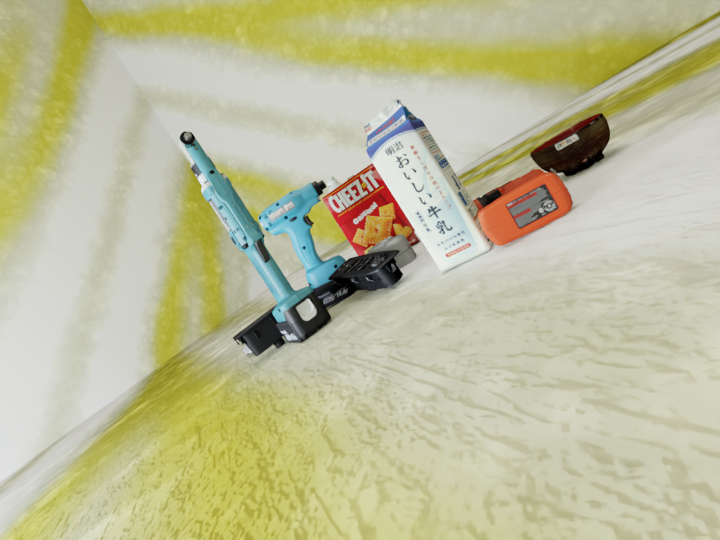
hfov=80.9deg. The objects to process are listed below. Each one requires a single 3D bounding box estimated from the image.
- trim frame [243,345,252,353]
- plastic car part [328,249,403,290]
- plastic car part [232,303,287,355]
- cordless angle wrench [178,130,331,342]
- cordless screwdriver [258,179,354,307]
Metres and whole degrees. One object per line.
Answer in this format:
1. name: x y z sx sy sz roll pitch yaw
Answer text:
1. trim frame: -0.172 0.118 0.976 0.189 0.027 0.244 -27 9 40
2. plastic car part: 0.012 0.007 0.755 0.065 0.067 0.207 -35 6 -23
3. plastic car part: -0.179 0.120 0.810 0.115 0.071 0.067 -34 4 -16
4. cordless angle wrench: -0.205 -0.066 0.763 0.073 0.422 0.100 -33 1 -27
5. cordless screwdriver: -0.087 -0.057 0.893 0.160 0.248 0.074 -32 1 10
